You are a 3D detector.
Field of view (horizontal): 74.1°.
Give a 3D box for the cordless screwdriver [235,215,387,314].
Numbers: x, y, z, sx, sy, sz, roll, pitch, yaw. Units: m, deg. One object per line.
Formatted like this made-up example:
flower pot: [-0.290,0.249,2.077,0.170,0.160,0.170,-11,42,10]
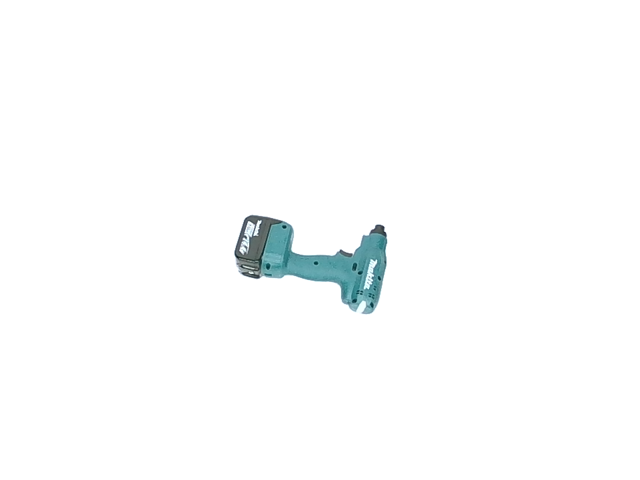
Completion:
cordless screwdriver: [-0.009,0.018,0.722,0.249,0.158,0.074,16,-29,3]
